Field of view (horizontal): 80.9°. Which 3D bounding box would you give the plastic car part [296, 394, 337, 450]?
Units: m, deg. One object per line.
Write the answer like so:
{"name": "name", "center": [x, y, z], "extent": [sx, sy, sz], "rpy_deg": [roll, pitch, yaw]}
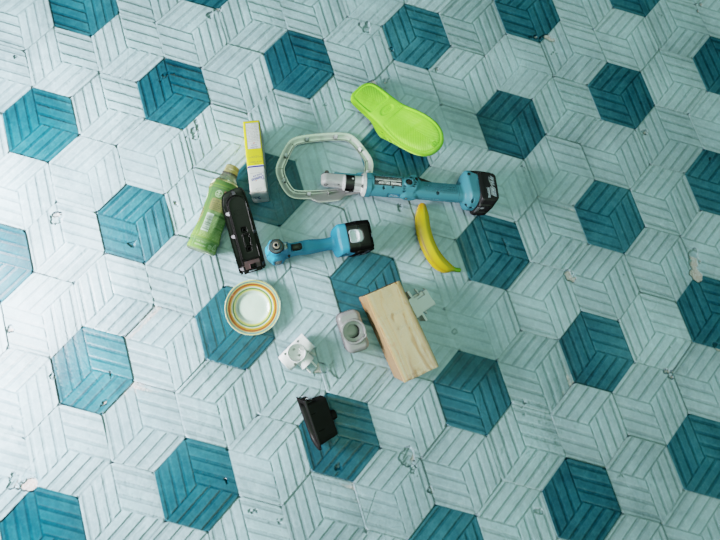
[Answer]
{"name": "plastic car part", "center": [-0.090, 0.332, 0.957], "extent": [0.069, 0.067, 0.117], "rpy_deg": [-22, 87, -23]}

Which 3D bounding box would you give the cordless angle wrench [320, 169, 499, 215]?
{"name": "cordless angle wrench", "center": [0.114, -0.203, 1.032], "extent": [0.421, 0.073, 0.100], "rpy_deg": [4, 65, -3]}

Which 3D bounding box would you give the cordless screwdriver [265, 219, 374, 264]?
{"name": "cordless screwdriver", "center": [-0.094, -0.062, 0.966], "extent": [0.246, 0.160, 0.075], "rpy_deg": [-10, 85, -8]}

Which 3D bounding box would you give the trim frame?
{"name": "trim frame", "center": [-0.089, -0.261, 1.066], "extent": [0.246, 0.027, 0.186], "rpy_deg": [-5, 82, -6]}

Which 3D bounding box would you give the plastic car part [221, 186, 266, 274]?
{"name": "plastic car part", "center": [-0.273, -0.090, 0.977], "extent": [0.065, 0.069, 0.200], "rpy_deg": [-15, 99, -11]}
